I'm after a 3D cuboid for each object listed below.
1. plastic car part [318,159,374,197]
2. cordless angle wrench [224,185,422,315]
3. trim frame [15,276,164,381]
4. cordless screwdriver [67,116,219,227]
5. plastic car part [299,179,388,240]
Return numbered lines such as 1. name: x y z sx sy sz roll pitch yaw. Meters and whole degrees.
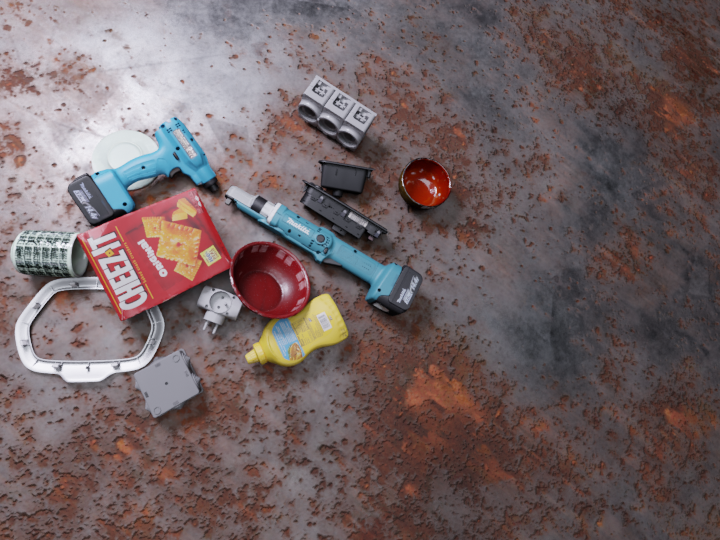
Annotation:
1. plastic car part: -0.037 -0.190 0.896 0.115 0.067 0.071 6 91 -7
2. cordless angle wrench: -0.083 -0.054 0.847 0.423 0.074 0.098 31 73 1
3. trim frame: -0.483 0.103 0.758 0.244 0.028 0.186 2 77 -12
4. cordless screwdriver: -0.406 -0.165 0.809 0.246 0.077 0.155 -40 107 -18
5. plastic car part: -0.044 -0.117 0.876 0.202 0.066 0.067 36 99 -2
